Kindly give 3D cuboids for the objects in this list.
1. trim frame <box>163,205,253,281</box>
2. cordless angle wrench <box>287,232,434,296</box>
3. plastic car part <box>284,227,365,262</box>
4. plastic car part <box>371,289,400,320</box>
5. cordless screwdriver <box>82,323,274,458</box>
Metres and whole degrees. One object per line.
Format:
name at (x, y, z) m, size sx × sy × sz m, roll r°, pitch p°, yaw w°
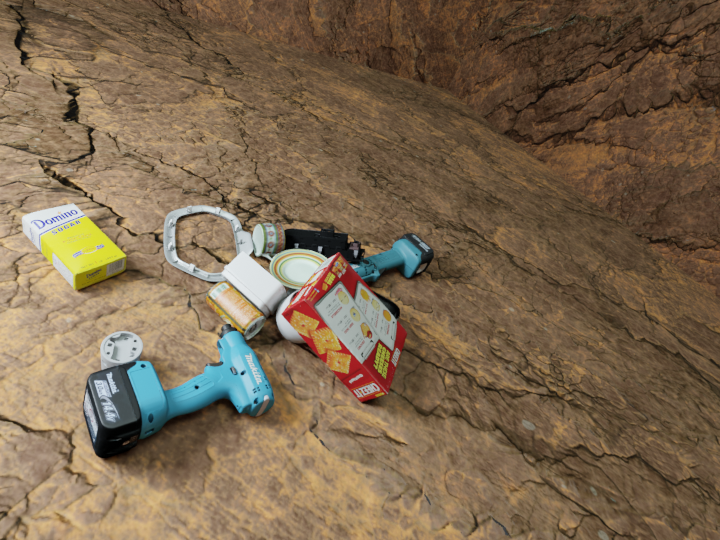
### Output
trim frame at (-0.323, -0.067, 0.903) m, size 0.177 × 0.027 × 0.261 m, roll 5°, pitch 38°, yaw -26°
cordless angle wrench at (0.005, 0.001, 0.970) m, size 0.407 × 0.073 × 0.103 m, roll -18°, pitch 53°, yaw -41°
plastic car part at (-0.093, -0.061, 0.951) m, size 0.207 × 0.065 × 0.067 m, roll 3°, pitch 34°, yaw 10°
plastic car part at (0.023, 0.090, 0.878) m, size 0.117 × 0.065 × 0.071 m, roll 30°, pitch 50°, yaw 1°
cordless screwdriver at (-0.260, 0.156, 0.613) m, size 0.237 × 0.074 × 0.167 m, roll -4°, pitch 44°, yaw -40°
